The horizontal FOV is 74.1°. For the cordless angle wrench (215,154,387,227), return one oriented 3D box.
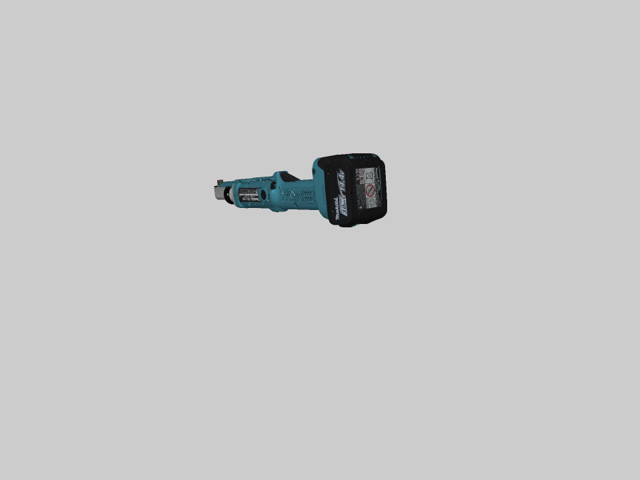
[{"bbox_3d":[-0.073,-0.080,0.714,0.074,0.098,0.423,-13,12,-39],"label":"cordless angle wrench"}]
